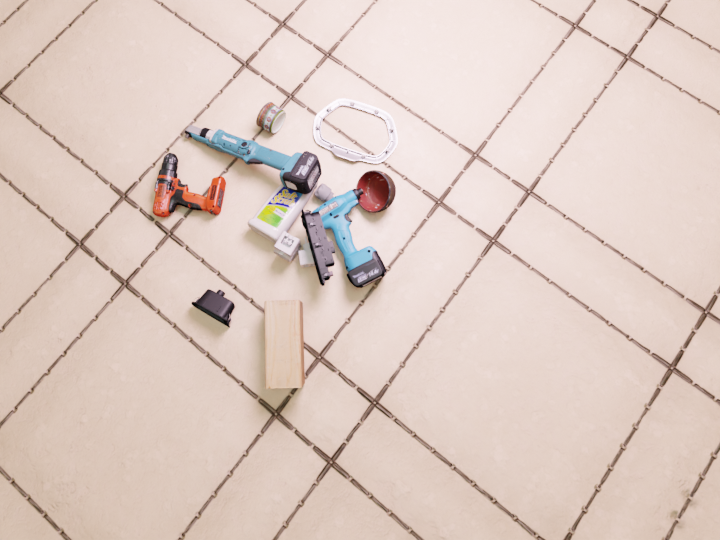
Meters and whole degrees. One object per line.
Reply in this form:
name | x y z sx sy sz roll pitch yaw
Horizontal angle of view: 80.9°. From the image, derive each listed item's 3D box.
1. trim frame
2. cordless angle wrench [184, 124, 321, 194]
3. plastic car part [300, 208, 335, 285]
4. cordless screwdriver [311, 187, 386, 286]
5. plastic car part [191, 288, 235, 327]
trim frame | -0.014 -0.399 1.209 0.250 0.027 0.185 21 80 4
cordless angle wrench | -0.309 -0.326 1.154 0.438 0.071 0.098 24 72 18
plastic car part | -0.104 -0.068 1.067 0.067 0.065 0.207 -21 77 -1
cordless screwdriver | -0.012 -0.088 1.108 0.160 0.072 0.255 -32 76 5
plastic car part | -0.375 0.087 1.102 0.119 0.065 0.071 30 65 9
